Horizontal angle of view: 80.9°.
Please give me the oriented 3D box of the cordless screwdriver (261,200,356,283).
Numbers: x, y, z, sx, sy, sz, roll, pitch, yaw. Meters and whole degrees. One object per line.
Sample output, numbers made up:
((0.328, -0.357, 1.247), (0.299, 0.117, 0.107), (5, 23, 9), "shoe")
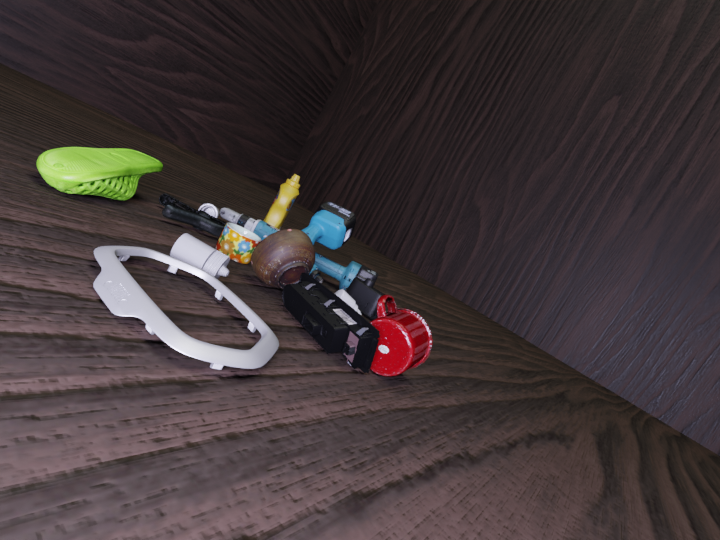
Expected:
((-0.093, -0.061, 0.947), (0.165, 0.073, 0.244), (30, 41, 19), "cordless screwdriver")

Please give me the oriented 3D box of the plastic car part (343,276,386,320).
((0.012, 0.054, 0.920), (0.122, 0.071, 0.063), (35, 8, 26), "plastic car part")

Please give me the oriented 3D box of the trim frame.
((-0.193, 0.034, 0.468), (0.262, 0.027, 0.174), (35, 8, 32), "trim frame")

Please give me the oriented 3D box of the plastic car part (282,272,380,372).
((-0.059, 0.069, 0.620), (0.064, 0.065, 0.215), (-7, 28, -31), "plastic car part")

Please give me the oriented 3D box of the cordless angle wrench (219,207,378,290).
((-0.163, -0.054, 1.035), (0.429, 0.074, 0.097), (27, 7, 7), "cordless angle wrench")
